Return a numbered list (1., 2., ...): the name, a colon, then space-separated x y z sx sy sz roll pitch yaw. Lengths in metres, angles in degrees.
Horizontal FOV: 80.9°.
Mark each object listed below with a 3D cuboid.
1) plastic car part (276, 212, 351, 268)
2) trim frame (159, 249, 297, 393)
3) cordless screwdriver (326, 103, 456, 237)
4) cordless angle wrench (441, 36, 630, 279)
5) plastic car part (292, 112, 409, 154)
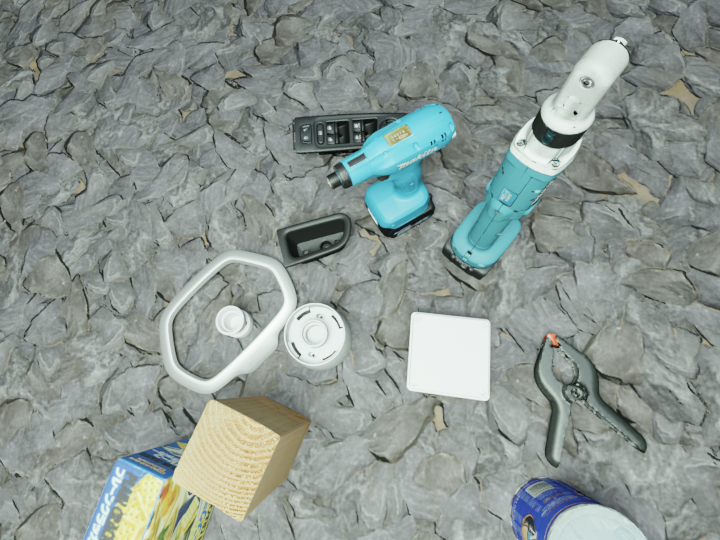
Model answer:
1. plastic car part: -0.066 -0.043 0.677 0.117 0.069 0.068 -16 73 2
2. trim frame: -0.216 0.078 0.683 0.190 0.027 0.248 42 82 18
3. cordless screwdriver: 0.037 -0.116 0.594 0.159 0.242 0.076 -28 75 -3
4. cordless angle wrench: 0.171 -0.087 0.475 0.076 0.412 0.098 39 81 12
5. plastic car part: -0.013 -0.229 0.730 0.205 0.065 0.067 -4 73 7
